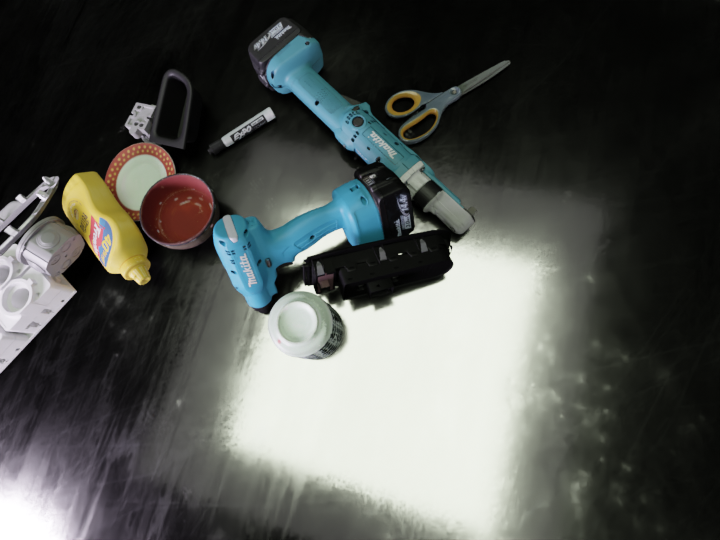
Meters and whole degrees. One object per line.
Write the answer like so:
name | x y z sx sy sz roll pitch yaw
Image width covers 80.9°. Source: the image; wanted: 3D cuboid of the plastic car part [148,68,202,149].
plastic car part | -0.284 -0.252 0.679 0.067 0.070 0.116 15 94 10

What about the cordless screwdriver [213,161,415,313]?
cordless screwdriver | -0.055 -0.036 0.560 0.246 0.152 0.078 -22 46 -10

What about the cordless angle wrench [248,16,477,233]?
cordless angle wrench | -0.002 -0.207 0.621 0.098 0.072 0.436 -42 74 -3

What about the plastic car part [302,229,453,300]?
plastic car part | 0.032 -0.005 0.533 0.200 0.064 0.070 -17 50 -12

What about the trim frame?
trim frame | -0.566 -0.058 0.660 0.248 0.026 0.195 -49 41 -5
